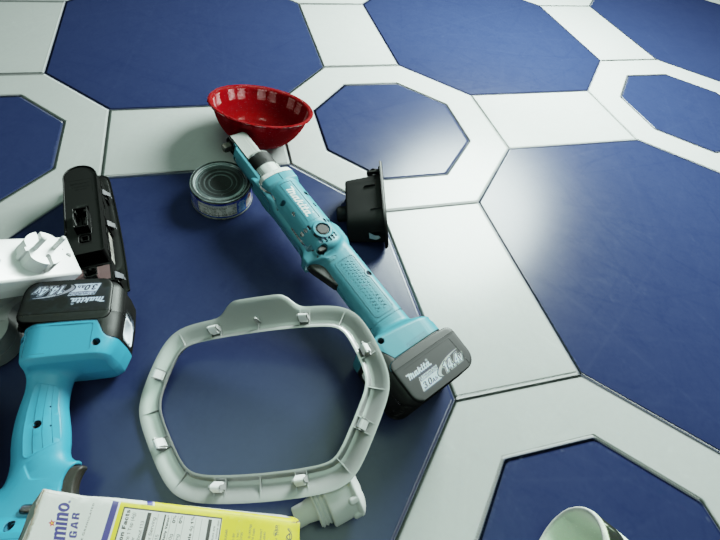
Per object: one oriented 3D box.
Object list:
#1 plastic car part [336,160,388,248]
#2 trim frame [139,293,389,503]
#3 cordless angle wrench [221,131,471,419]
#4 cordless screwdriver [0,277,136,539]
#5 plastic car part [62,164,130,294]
[{"bbox_3d":[0.002,-0.087,0.589,0.072,0.063,0.119,-2,56,7],"label":"plastic car part"},{"bbox_3d":[-0.097,0.114,0.403,0.252,0.026,0.190,-9,61,9],"label":"trim frame"},{"bbox_3d":[-0.050,-0.033,0.514,0.096,0.073,0.440,-27,64,-25],"label":"cordless angle wrench"},{"bbox_3d":[-0.253,0.132,0.384,0.157,0.073,0.257,0,58,-8],"label":"cordless screwdriver"},{"bbox_3d":[-0.339,-0.058,0.522,0.065,0.065,0.213,-19,56,-14],"label":"plastic car part"}]
